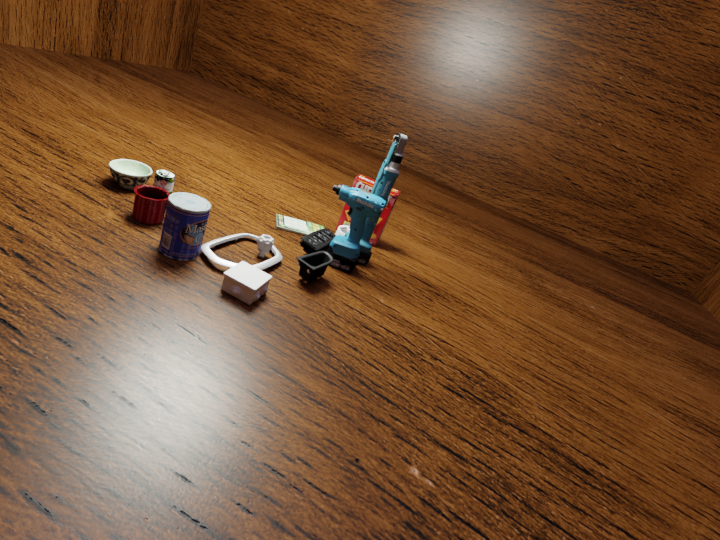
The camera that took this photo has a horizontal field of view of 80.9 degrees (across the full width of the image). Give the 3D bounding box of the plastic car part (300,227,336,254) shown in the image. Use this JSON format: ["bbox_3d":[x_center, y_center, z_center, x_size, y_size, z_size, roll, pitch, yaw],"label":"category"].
[{"bbox_3d":[-0.129,-0.085,1.323,0.068,0.066,0.200,26,25,9],"label":"plastic car part"}]

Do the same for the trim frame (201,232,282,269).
[{"bbox_3d":[-0.321,-0.052,1.159,0.190,0.027,0.243,28,26,15],"label":"trim frame"}]

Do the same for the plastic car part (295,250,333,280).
[{"bbox_3d":[-0.126,-0.006,1.163,0.069,0.070,0.112,34,28,24],"label":"plastic car part"}]

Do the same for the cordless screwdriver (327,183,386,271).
[{"bbox_3d":[-0.042,-0.130,1.267,0.161,0.246,0.074,25,24,4],"label":"cordless screwdriver"}]

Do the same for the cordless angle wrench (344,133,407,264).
[{"bbox_3d":[0.051,-0.216,1.306,0.095,0.419,0.077,15,25,-18],"label":"cordless angle wrench"}]
